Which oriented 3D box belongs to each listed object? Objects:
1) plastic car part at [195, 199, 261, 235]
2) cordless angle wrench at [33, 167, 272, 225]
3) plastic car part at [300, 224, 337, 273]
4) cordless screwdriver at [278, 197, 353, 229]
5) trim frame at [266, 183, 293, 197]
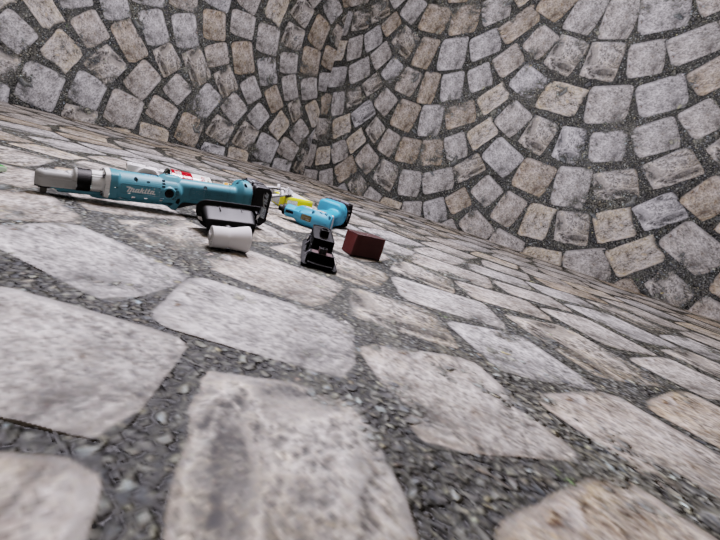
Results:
[{"bbox_3d":[-0.239,-0.084,0.769,0.111,0.065,0.075,6,30,-30],"label":"plastic car part"},{"bbox_3d":[-0.375,-0.153,0.815,0.403,0.097,0.079,1,23,-39],"label":"cordless angle wrench"},{"bbox_3d":[-0.081,-0.053,0.825,0.065,0.066,0.207,8,11,-9],"label":"plastic car part"},{"bbox_3d":[-0.123,-0.169,1.230,0.164,0.073,0.244,19,17,13],"label":"cordless screwdriver"},{"bbox_3d":[-0.324,-0.252,1.322,0.239,0.027,0.195,-17,27,-42],"label":"trim frame"}]
